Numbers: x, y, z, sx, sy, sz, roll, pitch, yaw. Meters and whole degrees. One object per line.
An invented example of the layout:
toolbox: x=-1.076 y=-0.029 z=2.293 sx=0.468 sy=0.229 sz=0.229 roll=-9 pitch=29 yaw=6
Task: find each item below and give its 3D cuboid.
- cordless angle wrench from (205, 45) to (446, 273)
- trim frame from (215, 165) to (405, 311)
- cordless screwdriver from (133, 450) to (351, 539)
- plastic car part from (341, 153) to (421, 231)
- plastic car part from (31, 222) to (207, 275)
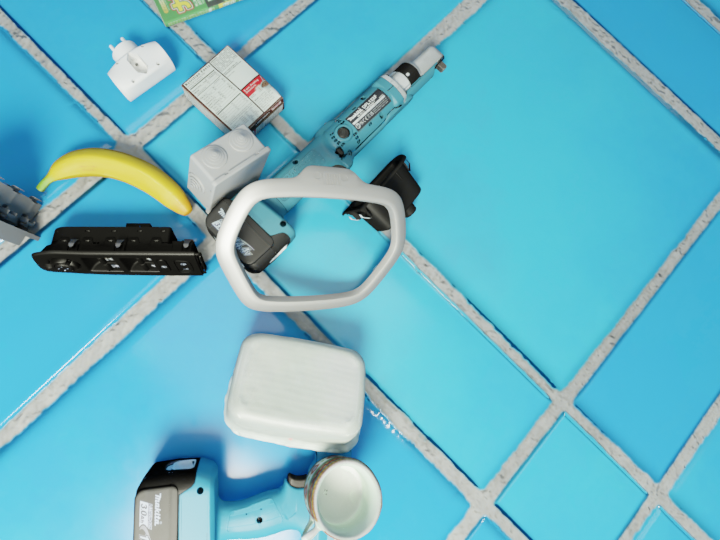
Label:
cordless angle wrench: x=-0.028 y=-0.175 z=0.579 sx=0.098 sy=0.074 sz=0.421 roll=43 pitch=77 yaw=0
trim frame: x=-0.050 y=-0.033 z=0.509 sx=0.239 sy=0.029 sz=0.181 roll=0 pitch=115 yaw=-25
cordless screwdriver: x=-0.126 y=0.253 z=0.495 sx=0.245 sy=0.075 sz=0.161 roll=4 pitch=80 yaw=-10
plastic car part: x=0.043 y=-0.098 z=0.580 sx=0.116 sy=0.068 sz=0.069 roll=-46 pitch=106 yaw=-14
plastic car part: x=-0.299 y=-0.027 z=0.529 sx=0.201 sy=0.066 sz=0.068 roll=-4 pitch=73 yaw=-7
